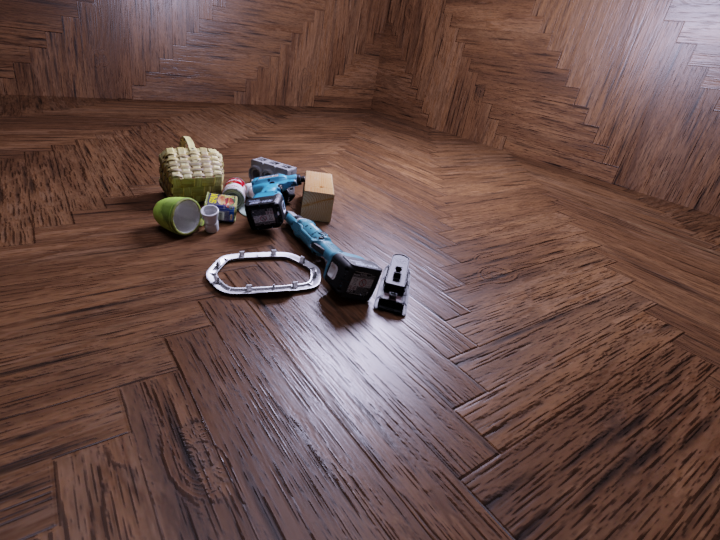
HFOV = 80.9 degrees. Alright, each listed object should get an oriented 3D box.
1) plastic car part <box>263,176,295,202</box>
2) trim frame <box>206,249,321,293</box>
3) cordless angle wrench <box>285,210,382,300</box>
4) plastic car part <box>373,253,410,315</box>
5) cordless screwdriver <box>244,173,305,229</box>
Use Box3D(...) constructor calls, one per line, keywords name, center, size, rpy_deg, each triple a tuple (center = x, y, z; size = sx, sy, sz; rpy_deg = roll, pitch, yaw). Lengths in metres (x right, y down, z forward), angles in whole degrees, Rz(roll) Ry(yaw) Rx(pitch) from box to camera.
Box3D(name="plastic car part", center=(-0.256, -0.243, 1.332), size=(0.122, 0.065, 0.068), rpy_deg=(26, 17, 24))
Box3D(name="trim frame", center=(-0.205, 0.002, 0.911), size=(0.240, 0.027, 0.194), rpy_deg=(-2, 30, -22))
Box3D(name="cordless angle wrench", center=(-0.099, -0.065, 1.013), size=(0.093, 0.074, 0.446), rpy_deg=(11, 18, -34))
Box3D(name="plastic car part", center=(0.076, 0.018, 0.922), size=(0.068, 0.065, 0.203), rpy_deg=(6, 24, 9))
Box3D(name="cordless screwdriver", center=(-0.232, -0.205, 1.170), size=(0.160, 0.072, 0.257), rpy_deg=(-10, 33, 1))
